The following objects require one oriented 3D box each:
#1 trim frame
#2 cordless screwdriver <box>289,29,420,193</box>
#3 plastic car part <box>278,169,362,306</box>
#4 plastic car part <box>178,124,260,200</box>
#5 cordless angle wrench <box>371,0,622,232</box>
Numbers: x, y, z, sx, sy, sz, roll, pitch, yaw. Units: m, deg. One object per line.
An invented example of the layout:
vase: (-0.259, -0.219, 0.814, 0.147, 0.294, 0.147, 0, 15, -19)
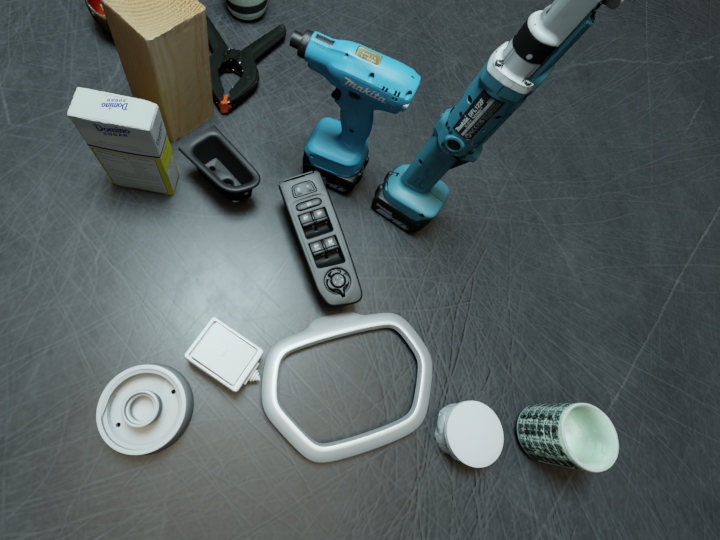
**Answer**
trim frame: (-0.013, 0.148, 0.580, 0.243, 0.027, 0.188, -13, 73, -16)
cordless screwdriver: (-0.036, -0.213, 0.591, 0.158, 0.249, 0.075, 26, 68, -6)
plastic car part: (-0.061, -0.040, 0.619, 0.065, 0.067, 0.208, -17, 75, -19)
plastic car part: (-0.203, -0.144, 0.627, 0.118, 0.071, 0.065, 46, 67, 6)
cordless angle wrench: (0.124, -0.167, 0.511, 0.098, 0.424, 0.074, 36, 67, -3)
